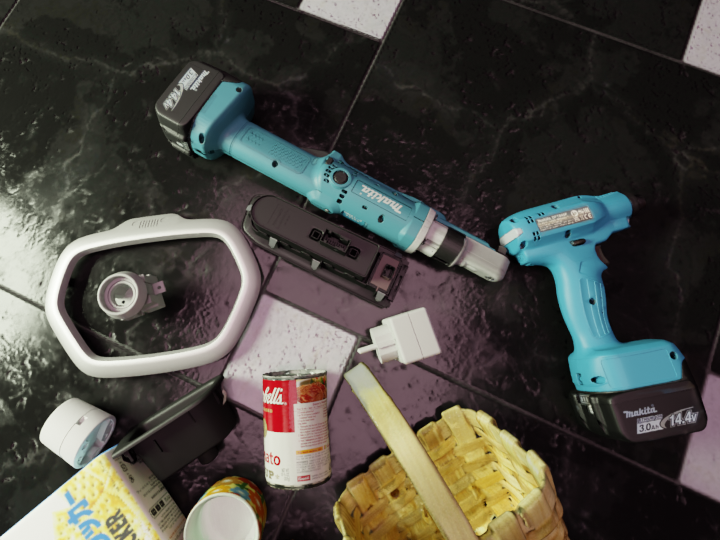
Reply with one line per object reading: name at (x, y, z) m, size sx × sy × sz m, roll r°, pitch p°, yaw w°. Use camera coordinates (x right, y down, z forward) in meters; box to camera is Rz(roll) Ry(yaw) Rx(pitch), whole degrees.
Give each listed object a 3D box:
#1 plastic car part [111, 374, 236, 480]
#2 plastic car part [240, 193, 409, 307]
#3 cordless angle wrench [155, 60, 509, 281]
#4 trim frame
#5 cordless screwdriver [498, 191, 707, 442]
plastic car part at (-0.181, 0.171, 0.441) m, size 0.115 × 0.067 × 0.070 m, roll -28°, pitch 97°, yaw -8°
plastic car part at (-0.046, -0.030, 0.475) m, size 0.207 × 0.066 × 0.066 m, roll 25°, pitch 82°, yaw 9°
cordless angle wrench at (-0.027, -0.097, 0.483) m, size 0.426 × 0.074 × 0.098 m, roll 29°, pitch 72°, yaw 3°
trim frame at (-0.237, 0.023, 0.485) m, size 0.249 × 0.027 × 0.187 m, roll -9°, pitch 79°, yaw 1°
cordless screwdriver at (0.268, 0.037, 0.448) m, size 0.159 × 0.073 × 0.254 m, roll -16°, pitch 75°, yaw -3°
